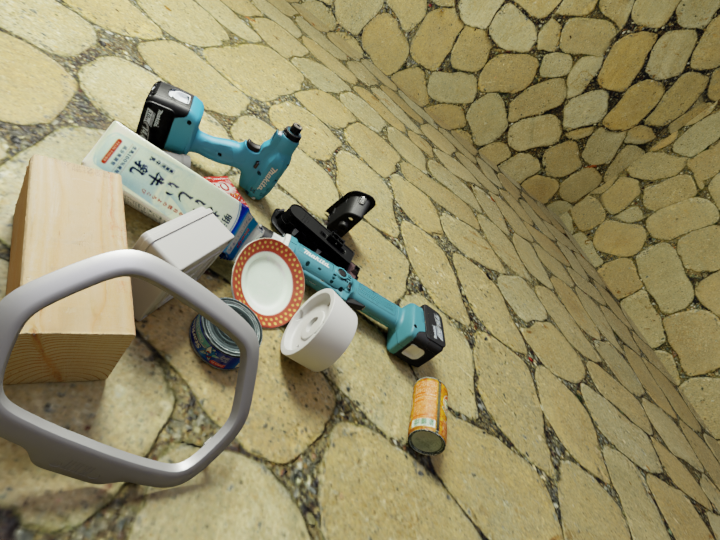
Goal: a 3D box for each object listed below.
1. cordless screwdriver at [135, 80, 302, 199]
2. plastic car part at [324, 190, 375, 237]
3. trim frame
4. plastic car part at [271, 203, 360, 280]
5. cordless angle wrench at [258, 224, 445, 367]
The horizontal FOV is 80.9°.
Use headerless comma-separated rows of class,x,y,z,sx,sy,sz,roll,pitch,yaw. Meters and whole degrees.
cordless screwdriver,-0.229,-0.227,0.702,0.237,0.160,0.077,24,38,-28
plastic car part,-0.028,-0.106,0.848,0.064,0.119,0.071,36,56,-17
trim frame,-0.188,0.092,0.363,0.235,0.029,0.184,47,66,-39
plastic car part,-0.075,-0.049,0.764,0.201,0.067,0.066,38,40,-5
cordless angle wrench,-0.044,0.022,0.704,0.411,0.075,0.100,32,34,-14
